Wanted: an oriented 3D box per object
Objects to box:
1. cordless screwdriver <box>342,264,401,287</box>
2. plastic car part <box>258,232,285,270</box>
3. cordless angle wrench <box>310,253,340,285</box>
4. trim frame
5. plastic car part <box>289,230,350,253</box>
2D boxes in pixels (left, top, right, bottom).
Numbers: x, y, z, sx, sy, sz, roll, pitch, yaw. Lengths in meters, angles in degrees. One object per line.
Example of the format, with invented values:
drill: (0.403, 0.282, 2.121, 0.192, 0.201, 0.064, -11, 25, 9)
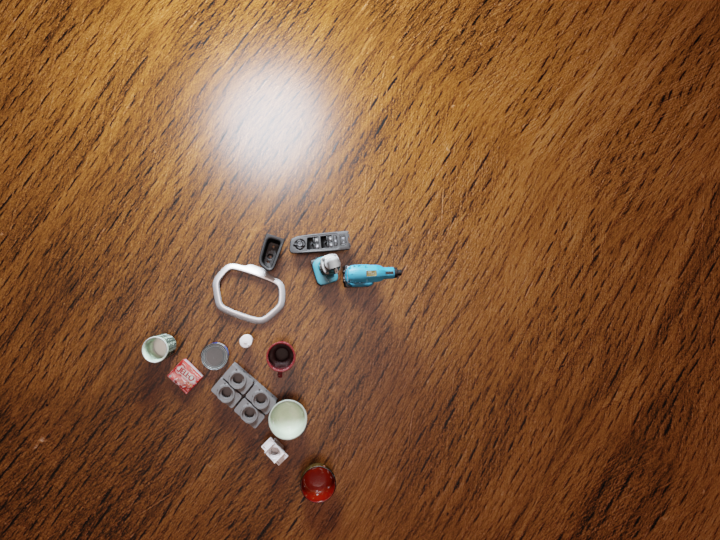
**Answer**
cordless screwdriver: (0.026, 0.014, 1.325, 0.158, 0.250, 0.075, -2, 87, -7)
plastic car part: (-0.299, -0.056, 1.406, 0.066, 0.071, 0.117, 18, 84, -4)
cordless angle wrench: (-0.095, -0.010, 1.235, 0.074, 0.425, 0.098, -16, 90, -9)
trim frame: (-0.372, 0.074, 1.410, 0.248, 0.027, 0.185, 19, 83, -1)
plastic car part: (-0.139, -0.091, 1.420, 0.202, 0.067, 0.067, -5, 86, -4)
